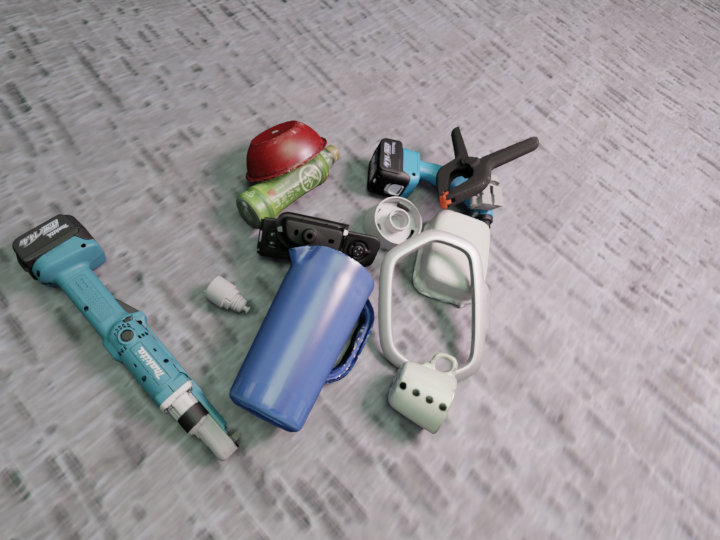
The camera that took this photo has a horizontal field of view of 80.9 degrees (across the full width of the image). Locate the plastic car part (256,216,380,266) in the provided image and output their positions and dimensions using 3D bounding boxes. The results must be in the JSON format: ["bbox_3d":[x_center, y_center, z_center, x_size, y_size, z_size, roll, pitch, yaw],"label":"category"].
[{"bbox_3d":[-0.071,-0.046,0.722,0.202,0.068,0.066,9,98,-3],"label":"plastic car part"}]

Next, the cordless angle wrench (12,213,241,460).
[{"bbox_3d":[-0.323,0.096,0.596,0.432,0.074,0.097,44,63,11],"label":"cordless angle wrench"}]

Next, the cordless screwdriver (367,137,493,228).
[{"bbox_3d":[0.141,-0.163,0.819,0.244,0.074,0.163,7,61,-11],"label":"cordless screwdriver"}]

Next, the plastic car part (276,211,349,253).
[{"bbox_3d":[-0.075,-0.053,0.657,0.114,0.072,0.066,14,93,-12],"label":"plastic car part"}]

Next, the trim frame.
[{"bbox_3d":[0.120,0.057,0.675,0.184,0.027,0.251,1,81,0],"label":"trim frame"}]
